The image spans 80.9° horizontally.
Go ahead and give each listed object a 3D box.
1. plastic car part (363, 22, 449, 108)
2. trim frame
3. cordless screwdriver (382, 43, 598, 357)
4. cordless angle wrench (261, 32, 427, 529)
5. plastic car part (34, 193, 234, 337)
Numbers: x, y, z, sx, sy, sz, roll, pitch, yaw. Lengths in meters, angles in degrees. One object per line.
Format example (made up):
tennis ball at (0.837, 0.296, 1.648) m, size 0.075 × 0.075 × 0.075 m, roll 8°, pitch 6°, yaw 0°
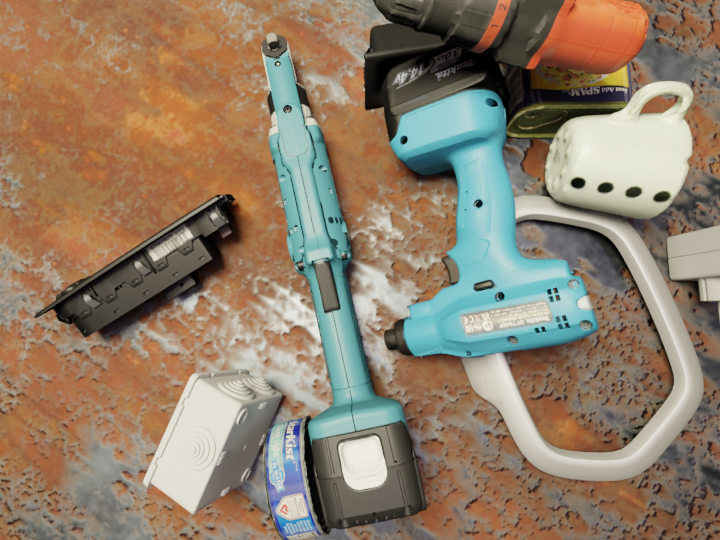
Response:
plastic car part at (0.054, -0.212, 0.407) m, size 0.116 × 0.064 × 0.073 m, roll -13°, pitch 68°, yaw -1°
trim frame at (0.179, 0.052, 0.368) m, size 0.184 × 0.027 × 0.251 m, roll -19°, pitch 82°, yaw 2°
cordless screwdriver at (0.072, -0.053, 0.360) m, size 0.164 × 0.071 × 0.253 m, roll -19°, pitch 75°, yaw 28°
cordless angle wrench at (-0.037, -0.024, 0.375) m, size 0.074 × 0.096 × 0.431 m, roll -14°, pitch 76°, yaw 1°
plastic car part at (-0.200, 0.000, 0.400) m, size 0.203 × 0.068 × 0.065 m, roll -28°, pitch 108°, yaw -1°
